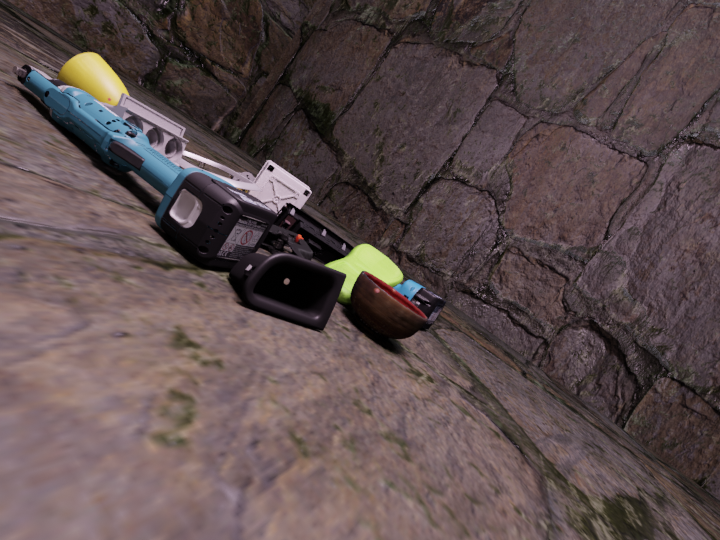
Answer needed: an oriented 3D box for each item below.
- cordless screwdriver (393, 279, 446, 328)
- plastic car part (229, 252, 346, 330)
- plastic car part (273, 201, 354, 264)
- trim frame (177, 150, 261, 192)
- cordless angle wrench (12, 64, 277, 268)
[{"bbox_3d":[0.067,0.031,0.958,0.260,0.074,0.152,34,5,23],"label":"cordless screwdriver"},{"bbox_3d":[-0.083,0.010,0.432,0.110,0.066,0.075,25,-3,-43],"label":"plastic car part"},{"bbox_3d":[-0.084,-0.055,0.855,0.193,0.066,0.070,32,17,-28],"label":"plastic car part"},{"bbox_3d":[-0.287,-0.186,0.772,0.174,0.027,0.263,12,17,-46],"label":"trim frame"},{"bbox_3d":[-0.283,-0.149,0.500,0.440,0.074,0.094,35,7,21],"label":"cordless angle wrench"}]
